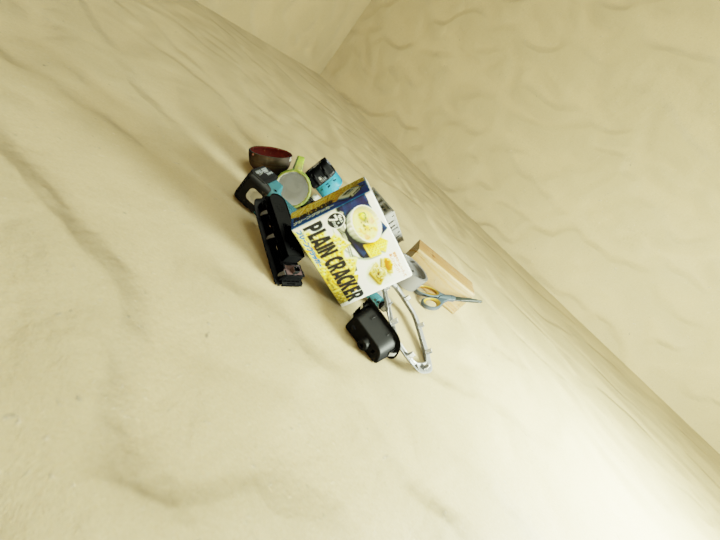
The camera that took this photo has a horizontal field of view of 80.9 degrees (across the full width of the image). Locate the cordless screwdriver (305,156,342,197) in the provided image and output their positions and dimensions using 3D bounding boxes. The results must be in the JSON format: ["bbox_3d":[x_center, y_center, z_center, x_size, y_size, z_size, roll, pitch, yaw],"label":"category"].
[{"bbox_3d":[-0.054,-0.202,1.203,0.244,0.075,0.161,51,9,-12],"label":"cordless screwdriver"}]

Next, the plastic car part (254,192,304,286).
[{"bbox_3d":[-0.154,-0.070,0.812,0.063,0.067,0.211,0,54,-41],"label":"plastic car part"}]

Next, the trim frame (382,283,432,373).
[{"bbox_3d":[0.097,0.108,0.907,0.175,0.028,0.257,43,25,-33],"label":"trim frame"}]

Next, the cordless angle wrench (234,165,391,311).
[{"bbox_3d":[-0.092,-0.060,0.936,0.422,0.075,0.097,42,23,-1],"label":"cordless angle wrench"}]

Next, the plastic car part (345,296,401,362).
[{"bbox_3d":[0.018,0.121,0.792,0.068,0.066,0.120,-17,63,-46],"label":"plastic car part"}]
